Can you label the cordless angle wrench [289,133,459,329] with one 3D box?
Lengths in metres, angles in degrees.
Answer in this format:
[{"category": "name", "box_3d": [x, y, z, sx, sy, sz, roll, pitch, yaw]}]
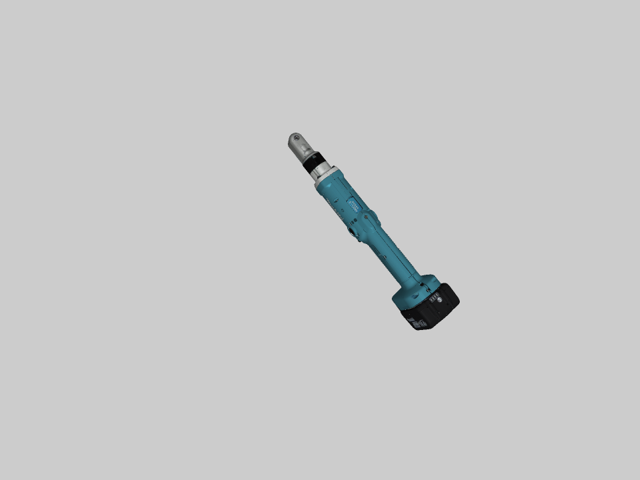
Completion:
[{"category": "cordless angle wrench", "box_3d": [0.077, -0.028, 0.766, 0.074, 0.422, 0.098, -37, -5, -16]}]
